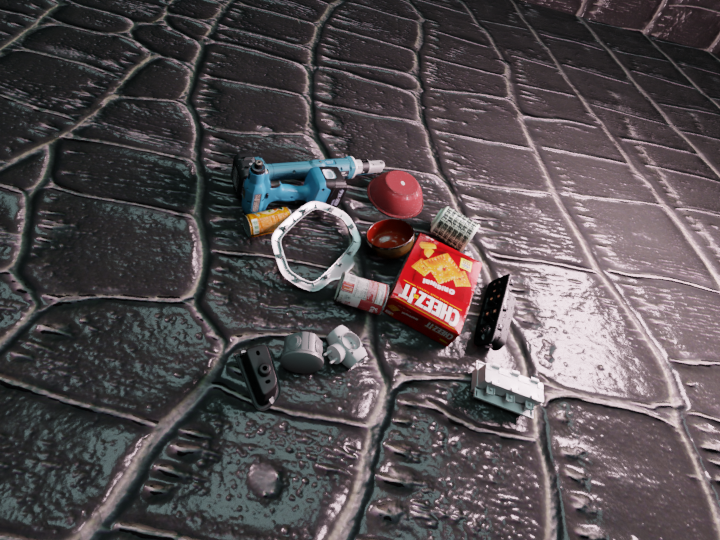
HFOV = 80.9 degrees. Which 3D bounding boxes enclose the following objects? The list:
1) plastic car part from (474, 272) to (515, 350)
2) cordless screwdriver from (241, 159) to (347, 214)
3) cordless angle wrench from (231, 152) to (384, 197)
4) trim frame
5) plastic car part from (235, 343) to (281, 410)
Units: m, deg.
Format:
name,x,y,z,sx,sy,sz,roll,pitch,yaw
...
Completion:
name,x,y,z,sx,sy,sz,roll,pitch,yaw
plastic car part,0.307,0.101,0.954,0.065,0.068,0.202,46,50,-14
cordless screwdriver,-0.154,-0.205,1.002,0.241,0.158,0.077,-10,60,-24
cordless angle wrench,-0.117,-0.259,1.097,0.409,0.097,0.077,-11,62,-25
trim frame,-0.095,-0.062,0.970,0.183,0.028,0.246,45,52,-2
plastic car part,-0.178,0.182,0.763,0.064,0.070,0.122,-14,57,-24
